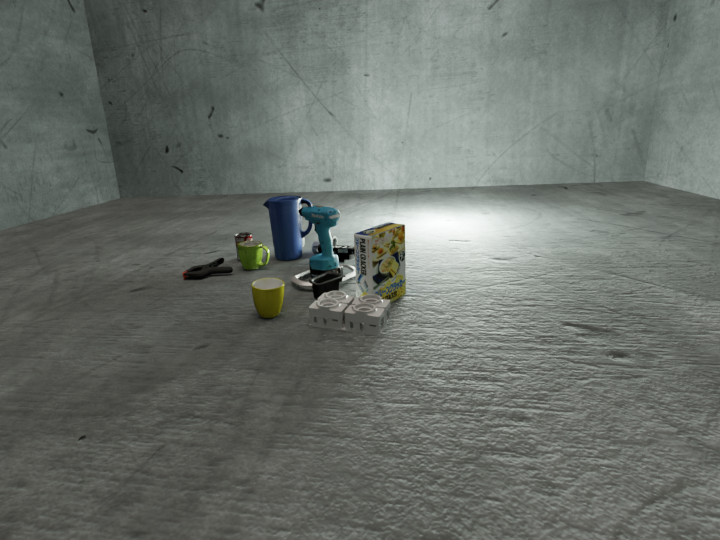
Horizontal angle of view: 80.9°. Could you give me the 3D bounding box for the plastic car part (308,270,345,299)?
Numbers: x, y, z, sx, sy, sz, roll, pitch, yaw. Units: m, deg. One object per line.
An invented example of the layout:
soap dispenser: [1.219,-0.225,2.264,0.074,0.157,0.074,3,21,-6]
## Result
plastic car part: [-0.103,0.051,1.234,0.069,0.069,0.113,11,23,37]

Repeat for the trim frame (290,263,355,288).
trim frame: [-0.116,0.016,1.403,0.194,0.027,0.240,12,24,37]

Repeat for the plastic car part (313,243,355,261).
plastic car part: [-0.085,-0.069,1.582,0.213,0.066,0.064,10,21,33]

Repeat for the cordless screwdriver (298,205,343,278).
cordless screwdriver: [-0.134,-0.088,1.374,0.168,0.244,0.072,12,21,40]
